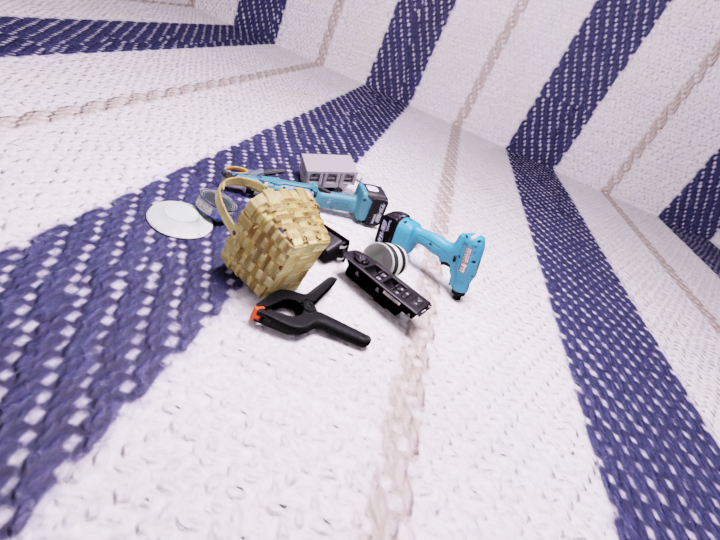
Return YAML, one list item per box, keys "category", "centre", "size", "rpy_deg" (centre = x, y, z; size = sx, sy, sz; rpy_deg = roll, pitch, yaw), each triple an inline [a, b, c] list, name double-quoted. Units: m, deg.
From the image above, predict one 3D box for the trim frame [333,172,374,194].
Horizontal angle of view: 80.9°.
- category: "trim frame"
  centre: [-0.034, -0.275, 1.313]
  size: [0.260, 0.027, 0.178]
  rpy_deg: [37, 33, 24]

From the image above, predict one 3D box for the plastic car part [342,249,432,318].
- category: "plastic car part"
  centre: [0.042, 0.030, 0.863]
  size: [0.211, 0.066, 0.064]
  rpy_deg: [42, 42, 21]

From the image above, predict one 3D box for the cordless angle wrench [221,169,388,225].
- category: "cordless angle wrench"
  centre: [-0.140, -0.194, 1.078]
  size: [0.411, 0.096, 0.077]
  rpy_deg: [7, 36, -17]

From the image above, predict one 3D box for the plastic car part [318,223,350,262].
- category: "plastic car part"
  centre: [-0.091, -0.060, 0.932]
  size: [0.121, 0.064, 0.069]
  rpy_deg: [34, 47, 21]

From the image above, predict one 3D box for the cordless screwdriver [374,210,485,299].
- category: "cordless screwdriver"
  centre: [0.157, -0.042, 1.010]
  size: [0.261, 0.157, 0.072]
  rpy_deg: [24, 24, 29]
